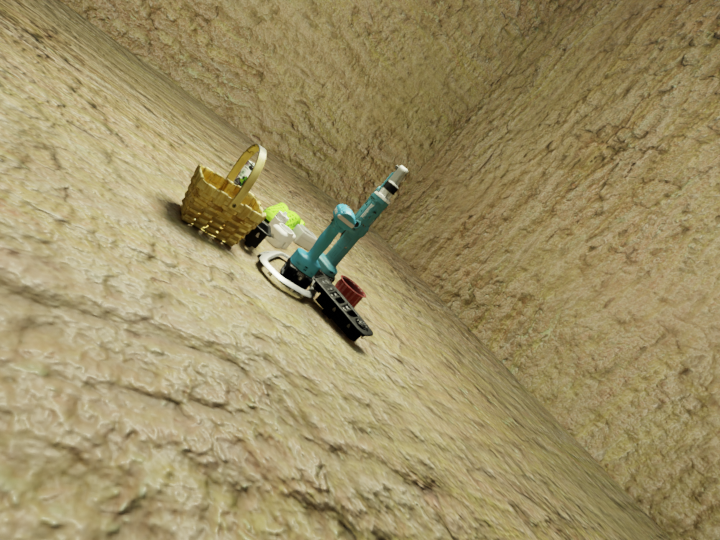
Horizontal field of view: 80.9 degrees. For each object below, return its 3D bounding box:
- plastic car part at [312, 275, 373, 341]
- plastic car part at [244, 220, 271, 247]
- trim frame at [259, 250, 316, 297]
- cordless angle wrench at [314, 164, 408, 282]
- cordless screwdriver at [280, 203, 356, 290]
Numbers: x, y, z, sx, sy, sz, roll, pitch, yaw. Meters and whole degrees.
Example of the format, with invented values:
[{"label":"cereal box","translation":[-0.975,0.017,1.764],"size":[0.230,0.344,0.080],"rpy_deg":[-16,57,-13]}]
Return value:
[{"label":"plastic car part","translation":[-0.055,0.103,1.075],"size":[0.210,0.067,0.064],"rpy_deg":[43,11,19]},{"label":"plastic car part","translation":[-0.280,-0.096,1.123],"size":[0.063,0.071,0.121],"rpy_deg":[36,11,-22]},{"label":"trim frame","translation":[-0.191,0.004,1.129],"size":[0.185,0.027,0.248],"rpy_deg":[39,11,-1]},{"label":"cordless angle wrench","translation":[-0.007,-0.131,1.233],"size":[0.101,0.424,0.071],"rpy_deg":[44,12,18]},{"label":"cordless screwdriver","translation":[-0.109,-0.071,1.116],"size":[0.072,0.249,0.163],"rpy_deg":[37,11,-17]}]
